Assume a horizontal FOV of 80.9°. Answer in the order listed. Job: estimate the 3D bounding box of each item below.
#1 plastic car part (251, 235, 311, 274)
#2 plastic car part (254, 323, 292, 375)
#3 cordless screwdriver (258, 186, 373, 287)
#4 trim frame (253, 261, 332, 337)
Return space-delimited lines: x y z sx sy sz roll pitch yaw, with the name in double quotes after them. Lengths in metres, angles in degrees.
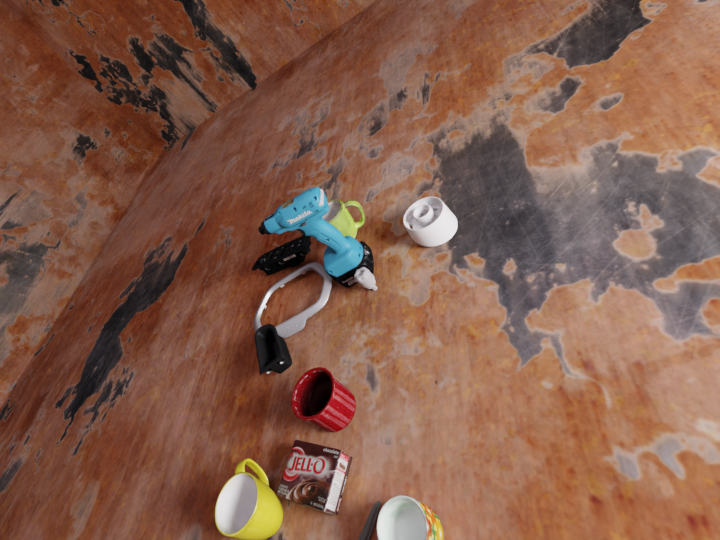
-0.205 -0.034 1.132 0.210 0.063 0.067 -16 45 32 "plastic car part"
-0.182 0.174 0.915 0.066 0.067 0.122 -38 38 8 "plastic car part"
-0.089 -0.058 0.907 0.163 0.236 0.077 -25 40 24 "cordless screwdriver"
-0.167 0.075 1.027 0.253 0.026 0.191 -29 40 19 "trim frame"
